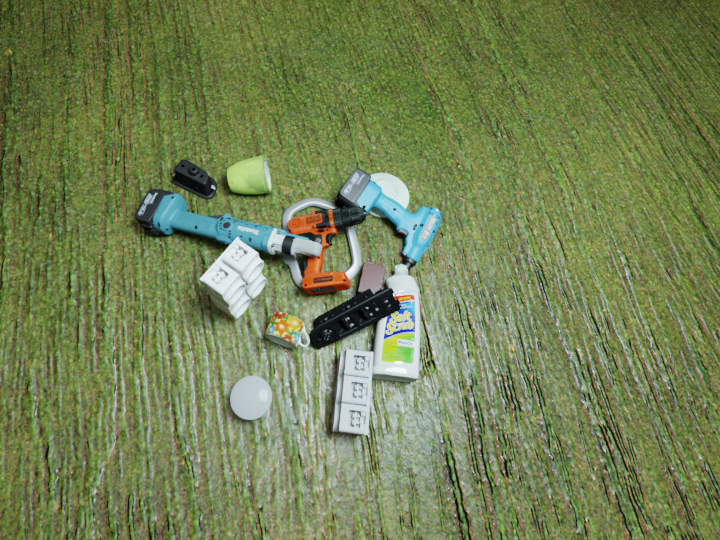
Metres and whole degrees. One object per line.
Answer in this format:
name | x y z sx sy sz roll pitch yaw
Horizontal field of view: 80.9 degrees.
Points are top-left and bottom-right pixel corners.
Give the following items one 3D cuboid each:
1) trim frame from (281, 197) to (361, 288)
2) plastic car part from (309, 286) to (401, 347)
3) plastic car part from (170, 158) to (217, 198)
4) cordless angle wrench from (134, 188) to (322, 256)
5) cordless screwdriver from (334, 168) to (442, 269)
trim frame | -0.098 -0.064 0.999 0.182 0.027 0.255 -11 69 -9
plastic car part | -0.022 0.091 0.891 0.203 0.063 0.070 -31 43 2
plastic car part | -0.405 -0.230 1.029 0.119 0.069 0.066 28 69 10
cordless angle wrench | -0.288 -0.089 0.934 0.433 0.072 0.099 14 66 13
cordless screwdriver | 0.055 -0.121 1.000 0.249 0.074 0.159 29 78 -1
